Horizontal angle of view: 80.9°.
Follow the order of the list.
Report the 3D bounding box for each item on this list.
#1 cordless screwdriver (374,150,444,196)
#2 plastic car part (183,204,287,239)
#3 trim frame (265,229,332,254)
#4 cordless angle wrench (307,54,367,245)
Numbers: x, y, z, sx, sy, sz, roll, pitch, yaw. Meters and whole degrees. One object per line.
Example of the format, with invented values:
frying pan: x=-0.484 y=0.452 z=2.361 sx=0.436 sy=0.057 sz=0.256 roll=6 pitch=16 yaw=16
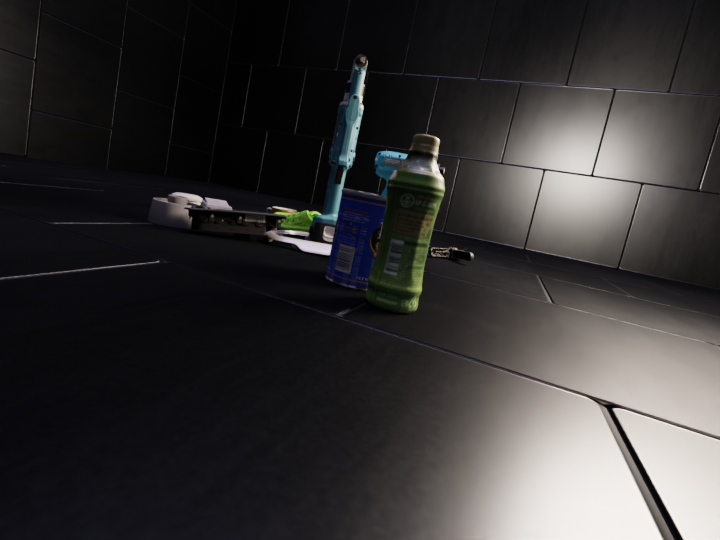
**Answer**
cordless screwdriver: x=0.095 y=-0.149 z=0.998 sx=0.164 sy=0.247 sz=0.073 roll=14 pitch=8 yaw=14
plastic car part: x=-0.257 y=-0.099 z=0.860 sx=0.196 sy=0.066 sz=0.069 roll=7 pitch=10 yaw=-22
trim frame: x=-0.091 y=-0.060 z=0.935 sx=0.249 sy=0.027 sz=0.185 roll=11 pitch=10 yaw=0
cordless angle wrench: x=-0.041 y=-0.252 z=0.928 sx=0.073 sy=0.420 sz=0.100 roll=10 pitch=8 yaw=-12
